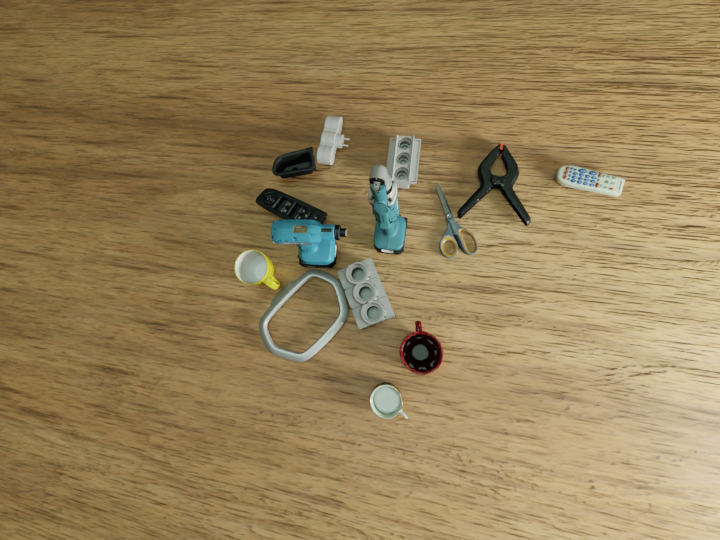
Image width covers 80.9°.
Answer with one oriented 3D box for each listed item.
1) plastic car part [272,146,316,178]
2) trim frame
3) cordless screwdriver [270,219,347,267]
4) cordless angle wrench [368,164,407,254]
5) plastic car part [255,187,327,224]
[{"bbox_3d":[-0.175,-0.279,1.142,0.118,0.069,0.067,-11,76,8],"label":"plastic car part"},{"bbox_3d":[-0.143,0.111,1.063,0.190,0.026,0.248,42,88,18],"label":"trim frame"},{"bbox_3d":[-0.096,-0.063,0.982,0.162,0.241,0.075,2,79,9],"label":"cordless screwdriver"},{"bbox_3d":[0.053,-0.123,0.876,0.076,0.411,0.099,7,80,9],"label":"cordless angle wrench"},{"bbox_3d":[-0.182,-0.158,1.116,0.210,0.065,0.066,28,84,16],"label":"plastic car part"}]
